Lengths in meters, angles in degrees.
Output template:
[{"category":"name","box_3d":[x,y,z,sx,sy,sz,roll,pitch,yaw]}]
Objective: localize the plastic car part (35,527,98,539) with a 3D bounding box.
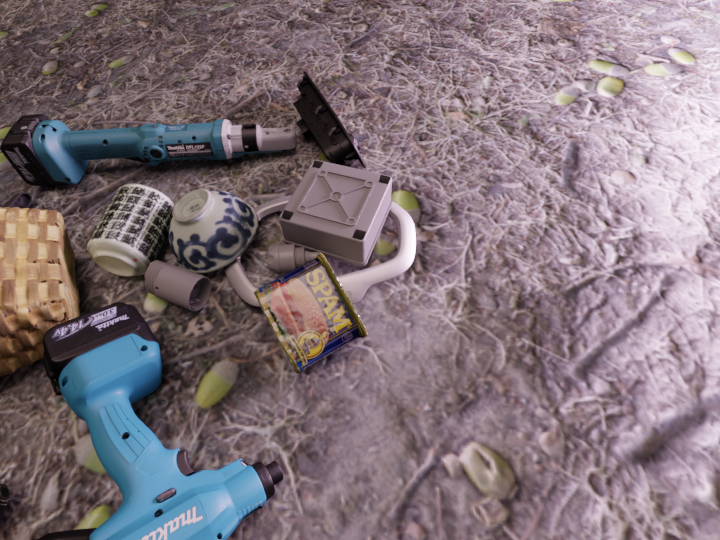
[{"category":"plastic car part","box_3d":[-0.248,0.254,0.320,0.066,0.115,0.072,-7,80,-2]}]

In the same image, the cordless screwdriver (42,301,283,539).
[{"category":"cordless screwdriver","box_3d":[-0.195,0.141,0.403,0.154,0.073,0.261,-20,53,-33]}]

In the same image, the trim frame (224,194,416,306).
[{"category":"trim frame","box_3d":[-0.053,-0.035,0.542,0.247,0.026,0.192,-14,54,-5]}]

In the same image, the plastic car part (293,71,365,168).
[{"category":"plastic car part","box_3d":[-0.058,-0.225,0.654,0.067,0.063,0.213,-31,57,-5]}]

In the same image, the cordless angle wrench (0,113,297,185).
[{"category":"cordless angle wrench","box_3d":[-0.309,-0.193,0.647,0.423,0.094,0.077,-3,52,0]}]
